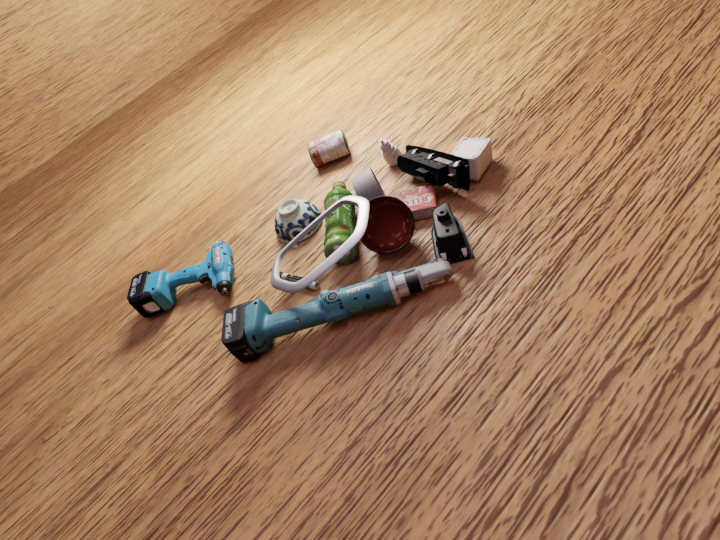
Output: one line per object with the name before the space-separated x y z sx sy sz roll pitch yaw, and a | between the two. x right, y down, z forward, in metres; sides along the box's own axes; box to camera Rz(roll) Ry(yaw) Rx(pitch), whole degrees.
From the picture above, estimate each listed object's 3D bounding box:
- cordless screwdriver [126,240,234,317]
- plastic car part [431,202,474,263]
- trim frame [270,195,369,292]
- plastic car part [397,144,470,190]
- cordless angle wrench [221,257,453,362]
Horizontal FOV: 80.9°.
cordless screwdriver | -0.407 0.035 0.976 0.249 0.071 0.167 -23 44 2
plastic car part | 0.158 -0.077 0.777 0.067 0.067 0.120 -15 48 13
trim frame | -0.080 -0.052 0.814 0.249 0.026 0.193 -42 36 7
plastic car part | 0.144 -0.217 0.901 0.066 0.063 0.214 -28 36 -12
cordless angle wrench | -0.044 0.061 0.763 0.428 0.071 0.102 -18 45 10
